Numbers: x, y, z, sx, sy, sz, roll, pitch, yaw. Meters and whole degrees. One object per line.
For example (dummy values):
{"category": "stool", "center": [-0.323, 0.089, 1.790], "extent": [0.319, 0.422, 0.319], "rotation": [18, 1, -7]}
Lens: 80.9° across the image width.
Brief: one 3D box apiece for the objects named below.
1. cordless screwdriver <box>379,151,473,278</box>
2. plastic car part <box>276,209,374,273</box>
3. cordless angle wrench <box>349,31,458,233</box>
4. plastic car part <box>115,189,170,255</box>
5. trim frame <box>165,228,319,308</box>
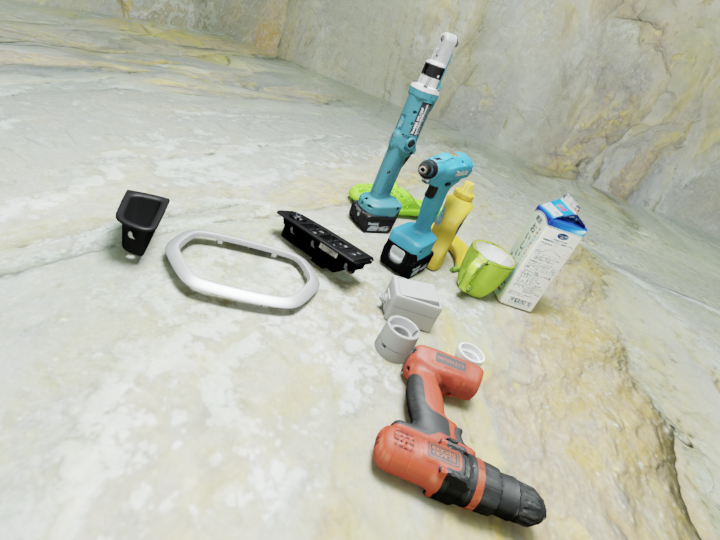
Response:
{"category": "cordless screwdriver", "center": [0.112, -0.102, 0.786], "extent": [0.078, 0.246, 0.153], "rotation": [37, 32, 24]}
{"category": "plastic car part", "center": [-0.075, -0.049, 0.768], "extent": [0.213, 0.066, 0.064], "rotation": [37, 32, 27]}
{"category": "cordless angle wrench", "center": [0.093, -0.274, 0.887], "extent": [0.094, 0.419, 0.078], "rotation": [2, 35, -34]}
{"category": "plastic car part", "center": [-0.332, -0.064, 0.634], "extent": [0.064, 0.070, 0.121], "rotation": [10, 31, -21]}
{"category": "trim frame", "center": [-0.183, -0.007, 0.672], "extent": [0.242, 0.027, 0.191], "rotation": [11, 30, -15]}
